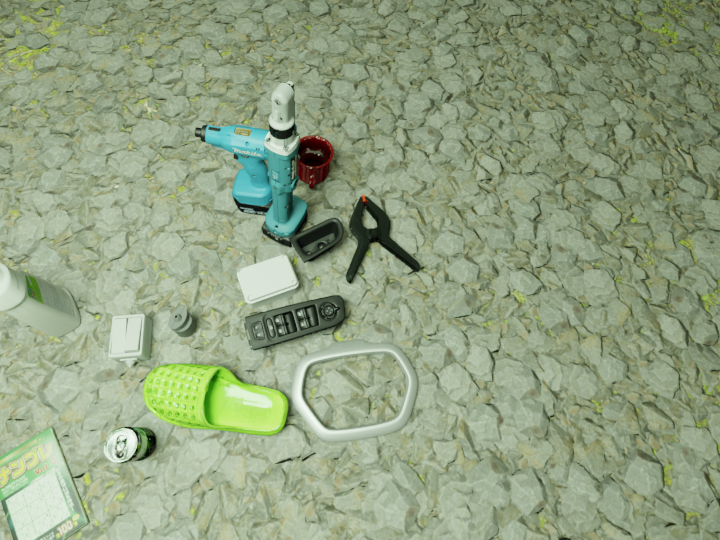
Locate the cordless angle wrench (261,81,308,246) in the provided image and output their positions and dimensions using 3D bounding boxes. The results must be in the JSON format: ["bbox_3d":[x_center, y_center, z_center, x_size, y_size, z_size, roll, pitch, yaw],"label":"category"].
[{"bbox_3d":[-0.140,-0.173,0.775,0.075,0.417,0.098,28,67,2],"label":"cordless angle wrench"}]

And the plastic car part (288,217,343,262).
[{"bbox_3d":[-0.090,-0.059,0.917,0.115,0.070,0.068,-29,73,-16],"label":"plastic car part"}]

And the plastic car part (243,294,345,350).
[{"bbox_3d":[-0.126,0.104,0.843,0.200,0.066,0.068,-16,70,-11],"label":"plastic car part"}]

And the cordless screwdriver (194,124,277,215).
[{"bbox_3d":[-0.245,-0.209,0.879,0.159,0.245,0.075,11,67,-3],"label":"cordless screwdriver"}]

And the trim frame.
[{"bbox_3d":[-0.010,0.224,0.817,0.246,0.027,0.189,-8,67,-7],"label":"trim frame"}]
